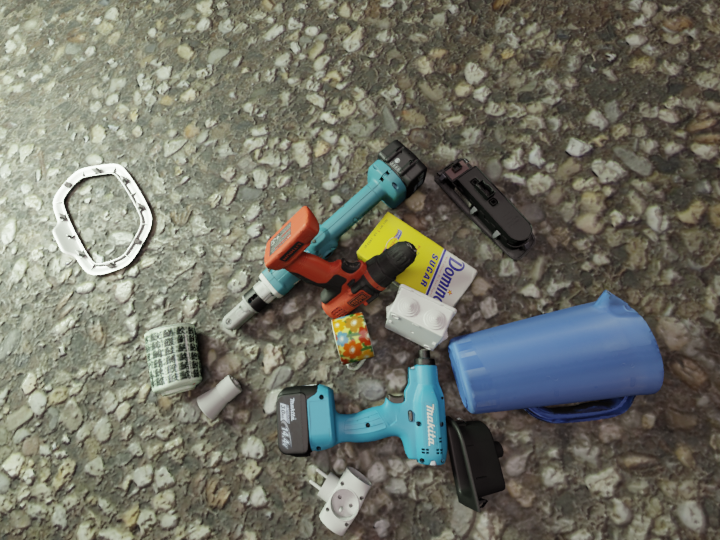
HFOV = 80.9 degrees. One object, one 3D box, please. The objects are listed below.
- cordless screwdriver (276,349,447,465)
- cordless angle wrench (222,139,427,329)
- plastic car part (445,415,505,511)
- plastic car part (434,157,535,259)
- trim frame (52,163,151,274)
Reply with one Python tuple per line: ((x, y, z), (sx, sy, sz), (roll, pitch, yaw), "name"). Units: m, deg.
((0.000, 0.201, 0.639), (0.251, 0.072, 0.162), (-1, 74, 4), "cordless screwdriver")
((-0.070, -0.046, 0.715), (0.422, 0.096, 0.076), (-42, 79, -1), "cordless angle wrench")
((0.169, 0.268, 0.604), (0.070, 0.065, 0.119), (-2, 70, -10), "plastic car part")
((0.216, -0.112, 0.705), (0.066, 0.066, 0.209), (-33, 75, -11), "plastic car part")
((-0.514, -0.107, 0.831), (0.184, 0.027, 0.256), (-36, 74, -2), "trim frame")
